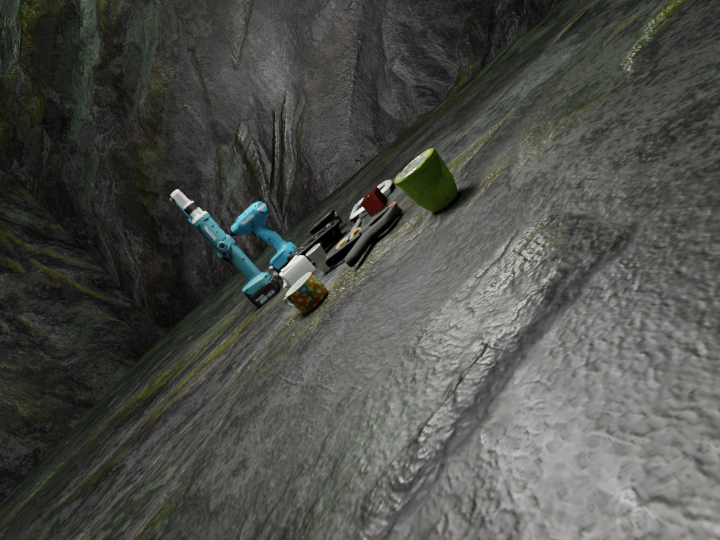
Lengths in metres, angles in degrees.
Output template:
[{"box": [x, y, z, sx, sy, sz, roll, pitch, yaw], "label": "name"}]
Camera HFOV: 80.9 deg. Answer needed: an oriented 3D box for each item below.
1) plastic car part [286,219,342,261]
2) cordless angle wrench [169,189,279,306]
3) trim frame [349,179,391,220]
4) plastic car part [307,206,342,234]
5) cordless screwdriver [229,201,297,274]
[{"box": [-0.122, -0.080, 1.245, 0.201, 0.066, 0.068, -48, 13, -27], "label": "plastic car part"}, {"box": [-0.409, -0.075, 1.263, 0.098, 0.416, 0.075, -40, 8, 5], "label": "cordless angle wrench"}, {"box": [0.030, -0.229, 1.379, 0.186, 0.027, 0.251, -37, 14, 14], "label": "trim frame"}, {"box": [-0.108, -0.147, 1.405, 0.118, 0.070, 0.066, -35, 12, 26], "label": "plastic car part"}, {"box": [-0.291, -0.081, 1.324, 0.162, 0.245, 0.074, -35, 10, 29], "label": "cordless screwdriver"}]
